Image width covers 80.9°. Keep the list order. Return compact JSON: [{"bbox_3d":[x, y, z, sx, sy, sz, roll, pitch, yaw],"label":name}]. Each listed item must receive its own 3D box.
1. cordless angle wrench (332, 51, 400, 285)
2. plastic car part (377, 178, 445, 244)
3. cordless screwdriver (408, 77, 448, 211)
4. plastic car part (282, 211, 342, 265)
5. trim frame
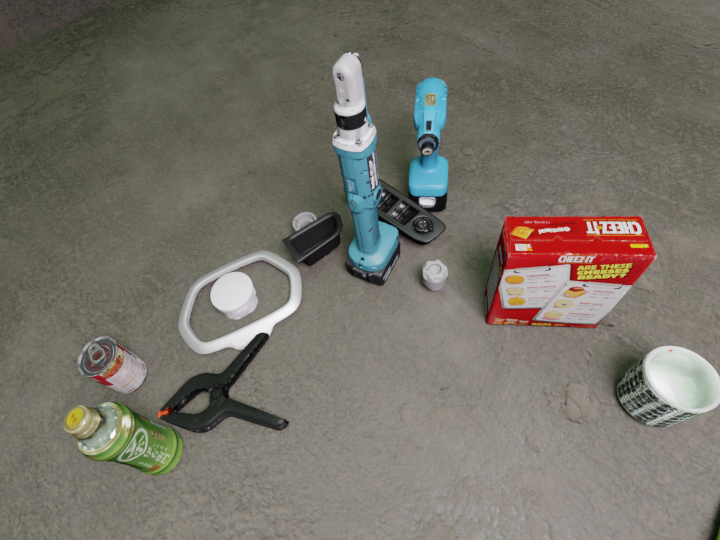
[{"bbox_3d":[0.004,-0.122,0.634,0.077,0.406,0.098,22,63,20],"label":"cordless angle wrench"},{"bbox_3d":[0.068,-0.110,0.820,0.213,0.064,0.066,36,69,30],"label":"plastic car part"},{"bbox_3d":[0.122,-0.195,0.759,0.076,0.238,0.162,3,58,10],"label":"cordless screwdriver"},{"bbox_3d":[-0.079,-0.052,0.812,0.115,0.068,0.069,-32,57,-10],"label":"plastic car part"},{"bbox_3d":[-0.227,0.057,0.796,0.247,0.026,0.193,-26,55,-5],"label":"trim frame"}]
